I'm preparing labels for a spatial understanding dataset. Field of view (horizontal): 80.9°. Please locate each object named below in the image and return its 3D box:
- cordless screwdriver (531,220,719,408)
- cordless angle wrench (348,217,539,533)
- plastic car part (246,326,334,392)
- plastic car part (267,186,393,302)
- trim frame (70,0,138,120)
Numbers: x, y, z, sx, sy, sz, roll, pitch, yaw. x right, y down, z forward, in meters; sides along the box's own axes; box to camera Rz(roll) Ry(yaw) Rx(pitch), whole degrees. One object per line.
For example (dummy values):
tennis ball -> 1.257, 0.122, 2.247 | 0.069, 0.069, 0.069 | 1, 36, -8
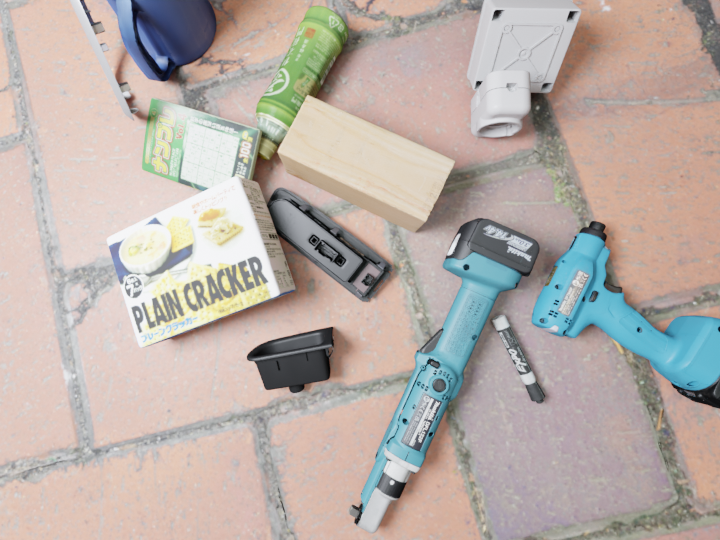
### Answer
cordless screwdriver -> 0.366, 0.054, 0.536 | 0.254, 0.073, 0.159 | 28, 86, 10
cordless angle wrench -> 0.096, 0.140, 0.548 | 0.099, 0.073, 0.423 | 25, 88, 4
plastic car part -> -0.086, 0.127, 0.569 | 0.117, 0.066, 0.070 | -16, 99, 4
plastic car part -> -0.057, -0.037, 0.581 | 0.207, 0.065, 0.066 | 39, 106, 10
trim frame -> -0.343, -0.307, 0.546 | 0.027, 0.240, 0.193 | -28, 59, -18
